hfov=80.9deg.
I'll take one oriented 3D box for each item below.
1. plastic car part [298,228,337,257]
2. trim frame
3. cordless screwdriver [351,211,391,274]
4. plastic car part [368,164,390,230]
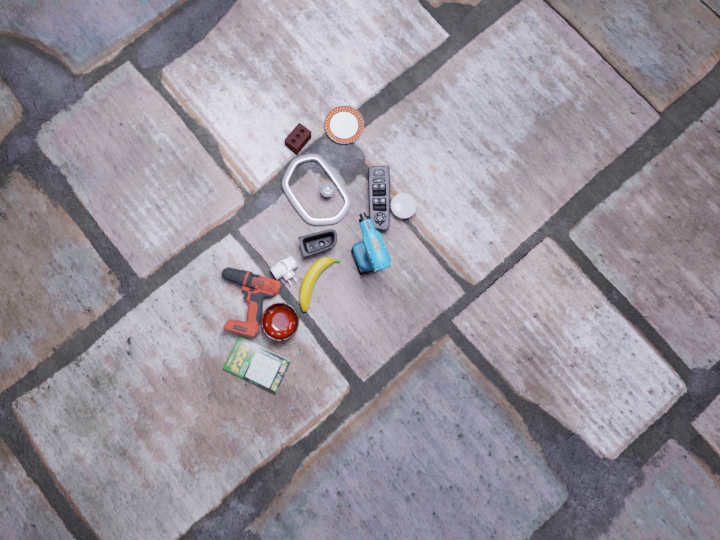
[{"bbox_3d":[-0.127,-0.083,1.302,0.116,0.071,0.066,-17,85,-5],"label":"plastic car part"},{"bbox_3d":[-0.139,-0.257,1.349,0.183,0.027,0.251,-35,84,-6],"label":"trim frame"},{"bbox_3d":[0.021,-0.070,1.214,0.074,0.248,0.161,-20,86,-8],"label":"cordless screwdriver"},{"bbox_3d":[0.056,-0.223,1.328,0.066,0.067,0.205,-1,82,-4],"label":"plastic car part"}]
